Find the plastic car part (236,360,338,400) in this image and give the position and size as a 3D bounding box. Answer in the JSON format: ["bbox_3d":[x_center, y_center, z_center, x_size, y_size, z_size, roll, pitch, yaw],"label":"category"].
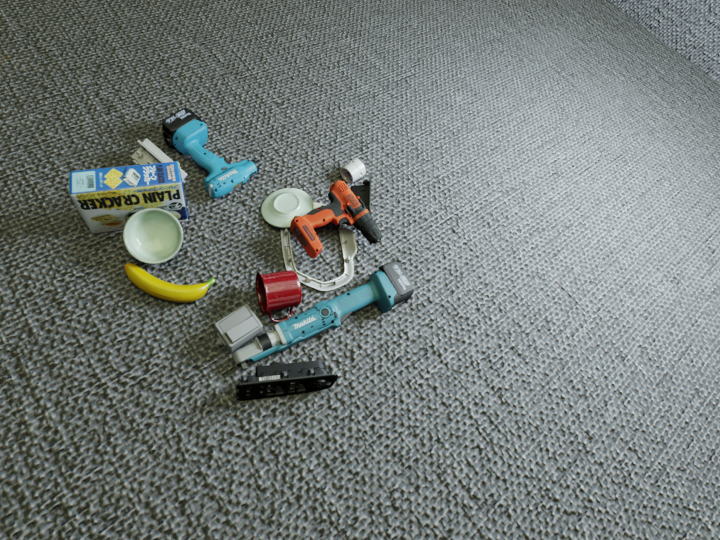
[{"bbox_3d":[-0.149,0.220,0.859,0.199,0.065,0.070,0,38,-11],"label":"plastic car part"}]

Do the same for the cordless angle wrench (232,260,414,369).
[{"bbox_3d":[-0.080,0.102,0.930,0.414,0.073,0.101,-24,70,-20],"label":"cordless angle wrench"}]

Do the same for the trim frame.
[{"bbox_3d":[-0.102,-0.067,1.040,0.180,0.027,0.257,-3,61,-14],"label":"trim frame"}]

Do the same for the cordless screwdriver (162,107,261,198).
[{"bbox_3d":[-0.384,-0.311,1.091,0.157,0.074,0.254,-38,79,-27],"label":"cordless screwdriver"}]

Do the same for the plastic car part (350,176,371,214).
[{"bbox_3d":[-0.005,-0.180,1.108,0.072,0.064,0.119,4,65,5],"label":"plastic car part"}]
